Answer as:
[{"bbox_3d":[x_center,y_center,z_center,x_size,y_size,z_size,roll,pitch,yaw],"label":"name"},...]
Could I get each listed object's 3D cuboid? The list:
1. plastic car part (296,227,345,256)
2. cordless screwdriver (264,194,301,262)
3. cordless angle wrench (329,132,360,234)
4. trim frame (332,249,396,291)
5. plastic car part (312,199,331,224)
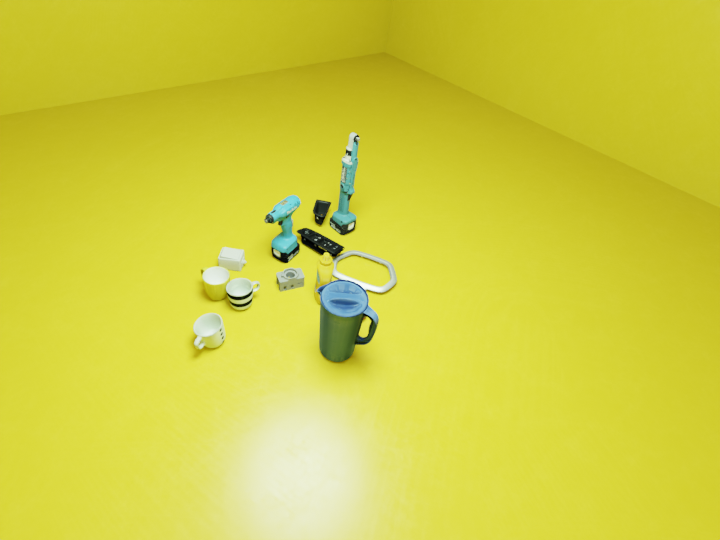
[{"bbox_3d":[-0.157,-0.102,1.603,0.213,0.065,0.065,33,49,27],"label":"plastic car part"},{"bbox_3d":[-0.280,-0.134,1.496,0.077,0.242,0.157,28,46,19],"label":"cordless screwdriver"},{"bbox_3d":[-0.049,-0.323,1.594,0.072,0.412,0.103,-26,54,-33],"label":"cordless angle wrench"},{"bbox_3d":[0.011,0.002,1.533,0.256,0.027,0.184,20,45,15],"label":"trim frame"},{"bbox_3d":[-0.164,-0.231,1.737,0.066,0.069,0.118,10,43,3],"label":"plastic car part"}]
